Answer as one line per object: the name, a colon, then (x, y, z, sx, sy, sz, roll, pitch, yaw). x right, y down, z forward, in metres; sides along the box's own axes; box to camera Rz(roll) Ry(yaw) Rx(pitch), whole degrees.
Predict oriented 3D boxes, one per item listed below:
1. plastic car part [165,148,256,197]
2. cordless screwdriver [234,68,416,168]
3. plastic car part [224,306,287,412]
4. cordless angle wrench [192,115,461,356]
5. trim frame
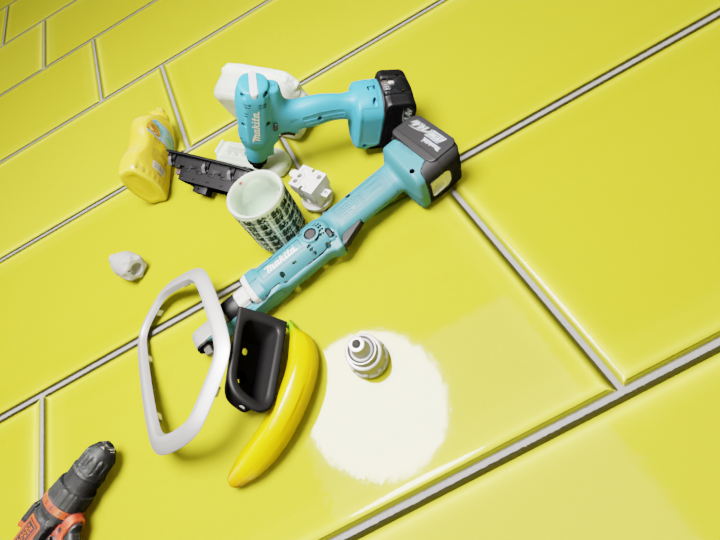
plastic car part: (-0.240, -0.155, 0.699, 0.212, 0.063, 0.067, 13, 78, 26)
cordless screwdriver: (-0.054, -0.213, 0.621, 0.245, 0.156, 0.077, -5, 63, -10)
plastic car part: (-0.135, 0.115, 0.506, 0.072, 0.063, 0.120, -44, 34, 44)
cordless angle wrench: (-0.055, -0.036, 0.564, 0.422, 0.070, 0.103, -39, 57, -1)
trim frame: (-0.234, 0.104, 0.541, 0.184, 0.026, 0.262, -49, 47, 10)
